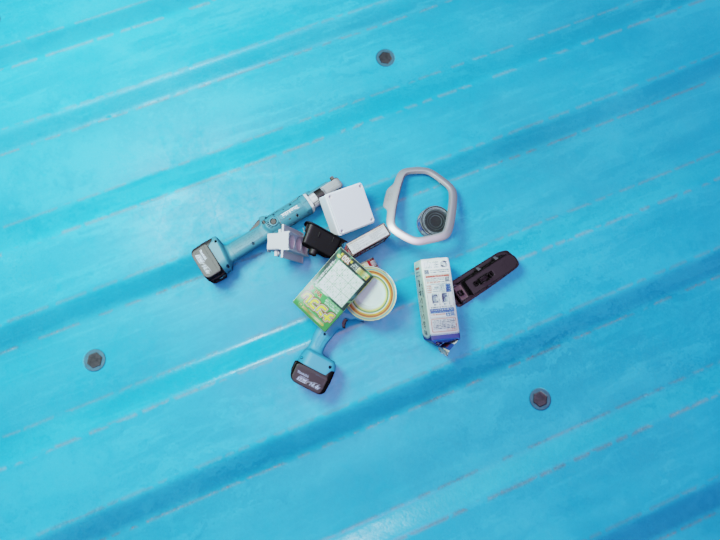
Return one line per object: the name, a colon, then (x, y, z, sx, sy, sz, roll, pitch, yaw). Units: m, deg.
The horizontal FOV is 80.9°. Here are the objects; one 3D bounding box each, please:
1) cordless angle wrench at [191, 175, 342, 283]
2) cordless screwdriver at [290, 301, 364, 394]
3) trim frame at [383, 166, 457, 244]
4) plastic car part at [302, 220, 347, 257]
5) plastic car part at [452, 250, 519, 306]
cordless angle wrench: (-0.223, -0.118, 1.083, 0.420, 0.073, 0.100, -34, 79, -10)
cordless screwdriver: (-0.066, 0.177, 1.039, 0.160, 0.074, 0.250, 21, 77, 1)
trim frame: (0.153, -0.169, 1.086, 0.185, 0.027, 0.252, 13, 63, 3)
plastic car part: (-0.103, -0.067, 1.051, 0.111, 0.069, 0.071, 25, 74, -29)
plastic car part: (0.321, 0.012, 1.083, 0.201, 0.066, 0.068, -32, 79, -9)
